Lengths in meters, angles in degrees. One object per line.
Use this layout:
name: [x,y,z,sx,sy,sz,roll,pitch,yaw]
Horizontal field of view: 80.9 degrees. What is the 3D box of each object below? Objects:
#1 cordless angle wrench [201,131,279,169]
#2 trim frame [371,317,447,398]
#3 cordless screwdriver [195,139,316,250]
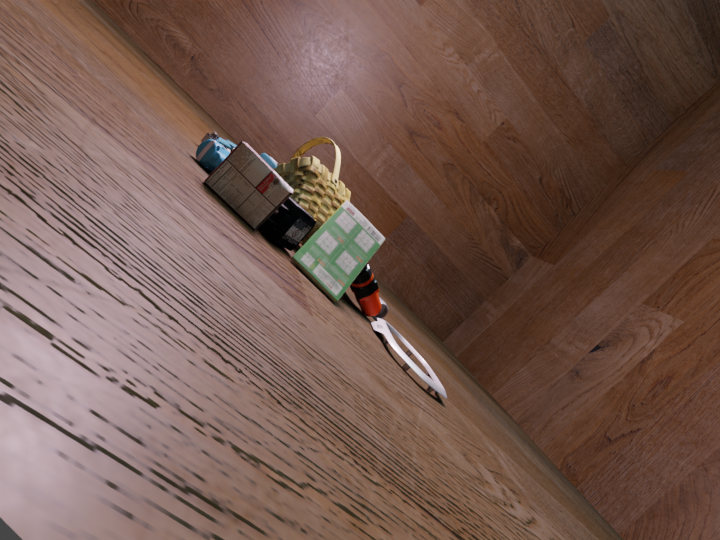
cordless angle wrench: [-0.328,-0.306,1.171,0.075,0.098,0.416,45,7,4]
trim frame: [0.094,0.171,0.859,0.182,0.027,0.251,45,4,-8]
cordless screwdriver: [-0.191,-0.141,0.799,0.258,0.074,0.153,42,2,20]
